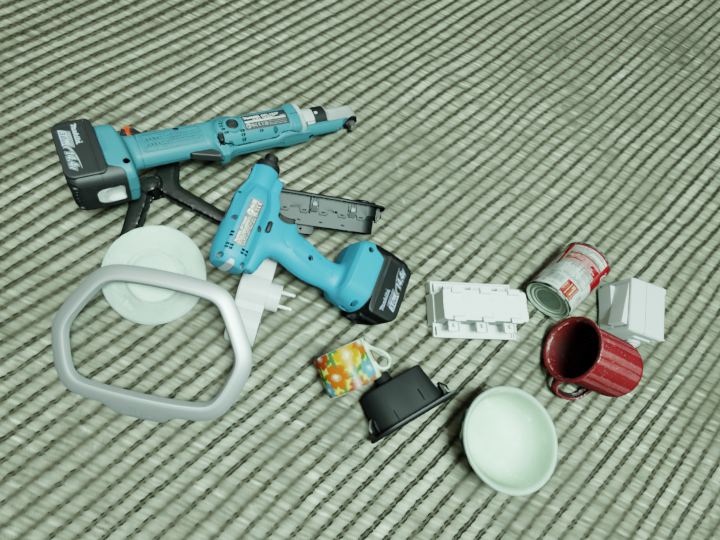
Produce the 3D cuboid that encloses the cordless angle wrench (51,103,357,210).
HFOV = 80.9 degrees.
[{"bbox_3d":[-0.186,-0.188,0.600,0.412,0.074,0.100,-21,74,-26],"label":"cordless angle wrench"}]

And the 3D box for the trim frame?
[{"bbox_3d":[-0.252,0.091,0.510,0.249,0.027,0.184,11,88,0],"label":"trim frame"}]

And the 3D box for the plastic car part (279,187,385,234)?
[{"bbox_3d":[-0.063,-0.084,0.607,0.200,0.067,0.067,4,83,-8],"label":"plastic car part"}]

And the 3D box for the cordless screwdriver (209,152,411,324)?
[{"bbox_3d":[-0.053,-0.035,0.547,0.240,0.076,0.161,26,68,-19],"label":"cordless screwdriver"}]

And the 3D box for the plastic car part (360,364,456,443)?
[{"bbox_3d":[0.050,0.163,0.547,0.115,0.064,0.074,-23,64,-12],"label":"plastic car part"}]
